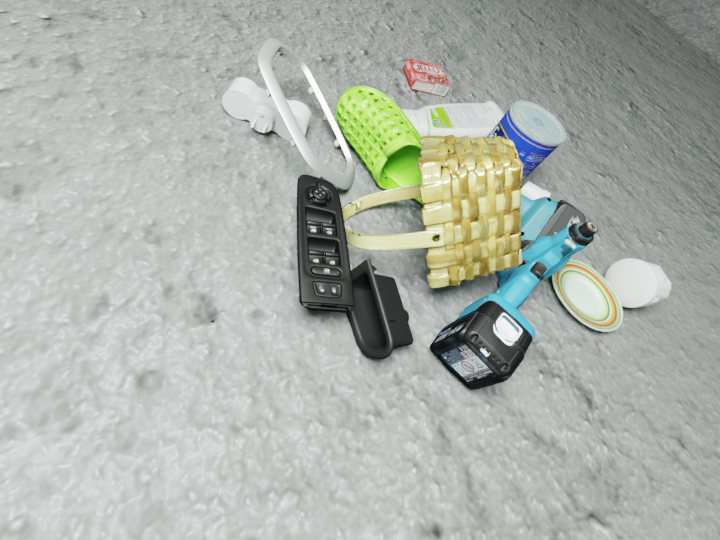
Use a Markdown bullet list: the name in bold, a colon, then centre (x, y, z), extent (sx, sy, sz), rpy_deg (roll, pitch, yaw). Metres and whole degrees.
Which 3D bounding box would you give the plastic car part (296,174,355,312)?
- **plastic car part**: centre (-0.053, -0.035, 0.546), extent (0.065, 0.066, 0.209), rpy_deg (2, 60, -14)

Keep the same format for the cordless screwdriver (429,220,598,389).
- **cordless screwdriver**: centre (0.205, 0.033, 0.545), extent (0.075, 0.160, 0.245), rpy_deg (45, 54, 4)

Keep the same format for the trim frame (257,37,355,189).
- **trim frame**: centre (-0.076, -0.233, 0.636), extent (0.247, 0.028, 0.181), rpy_deg (61, 28, -5)

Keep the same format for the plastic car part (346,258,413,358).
- **plastic car part**: centre (0.028, 0.052, 0.530), extent (0.067, 0.067, 0.120), rpy_deg (1, 59, -40)

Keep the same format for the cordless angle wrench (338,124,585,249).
- **cordless angle wrench**: centre (0.146, -0.163, 0.704), extent (0.430, 0.098, 0.073), rpy_deg (33, 8, 8)
